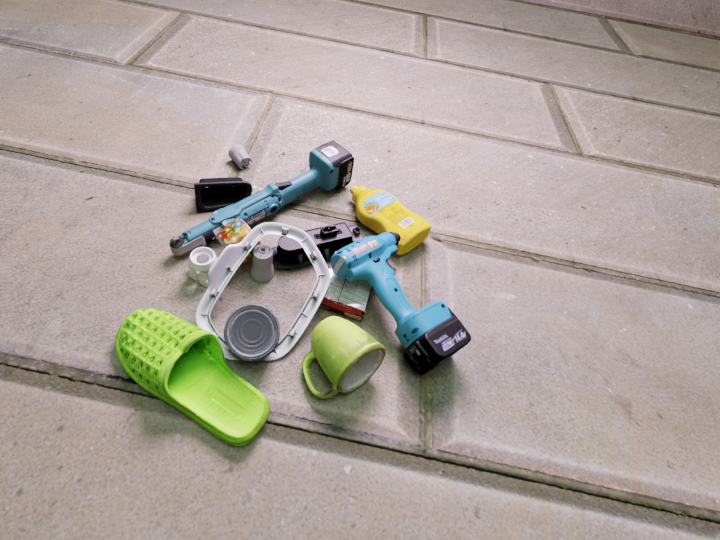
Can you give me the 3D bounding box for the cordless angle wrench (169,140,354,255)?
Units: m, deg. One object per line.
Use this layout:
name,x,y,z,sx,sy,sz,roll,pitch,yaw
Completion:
cordless angle wrench,-0.192,-0.141,0.863,0.415,0.095,0.078,-35,64,-27

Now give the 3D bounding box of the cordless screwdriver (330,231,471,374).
cordless screwdriver,0.078,0.038,0.724,0.154,0.074,0.258,-25,66,-37

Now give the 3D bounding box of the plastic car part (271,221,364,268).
plastic car part,-0.080,-0.052,0.815,0.198,0.066,0.069,-17,62,-19

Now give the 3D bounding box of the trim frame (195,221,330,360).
trim frame,-0.159,0.031,0.699,0.186,0.027,0.248,30,73,4

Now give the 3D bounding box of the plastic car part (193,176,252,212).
plastic car part,-0.293,-0.170,0.889,0.113,0.064,0.075,-11,39,-23
